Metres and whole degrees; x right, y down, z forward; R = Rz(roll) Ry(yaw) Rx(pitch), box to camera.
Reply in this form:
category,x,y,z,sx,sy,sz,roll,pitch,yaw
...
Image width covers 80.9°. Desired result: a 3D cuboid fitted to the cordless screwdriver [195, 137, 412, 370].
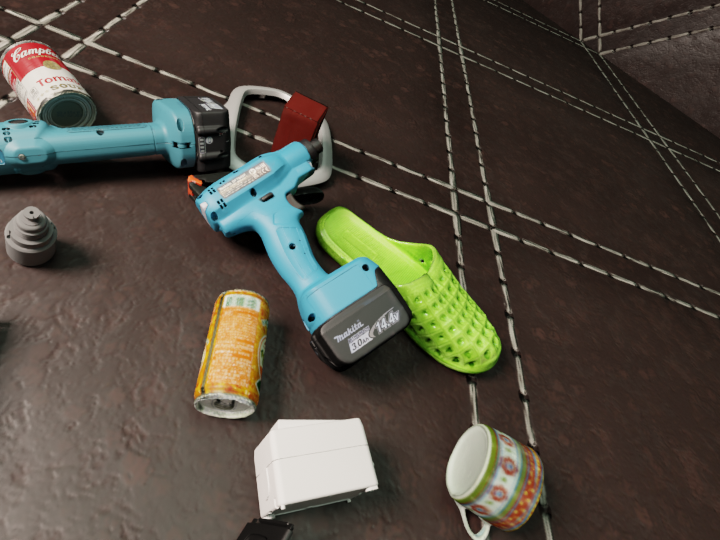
category,x,y,z,sx,sy,sz,roll,pitch,yaw
cordless screwdriver,-0.044,-0.029,0.454,0.157,0.073,0.255,-37,76,-17

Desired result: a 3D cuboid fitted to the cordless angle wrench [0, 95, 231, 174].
category,x,y,z,sx,sy,sz,roll,pitch,yaw
cordless angle wrench,-0.351,-0.131,0.446,0.409,0.072,0.104,-16,39,-29

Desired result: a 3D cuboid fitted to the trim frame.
category,x,y,z,sx,sy,sz,roll,pitch,yaw
trim frame,-0.131,-0.209,0.647,0.178,0.027,0.257,10,50,-18

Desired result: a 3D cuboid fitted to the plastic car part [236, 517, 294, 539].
category,x,y,z,sx,sy,sz,roll,pitch,yaw
plastic car part,-0.098,0.258,0.244,0.066,0.068,0.200,56,44,-13
